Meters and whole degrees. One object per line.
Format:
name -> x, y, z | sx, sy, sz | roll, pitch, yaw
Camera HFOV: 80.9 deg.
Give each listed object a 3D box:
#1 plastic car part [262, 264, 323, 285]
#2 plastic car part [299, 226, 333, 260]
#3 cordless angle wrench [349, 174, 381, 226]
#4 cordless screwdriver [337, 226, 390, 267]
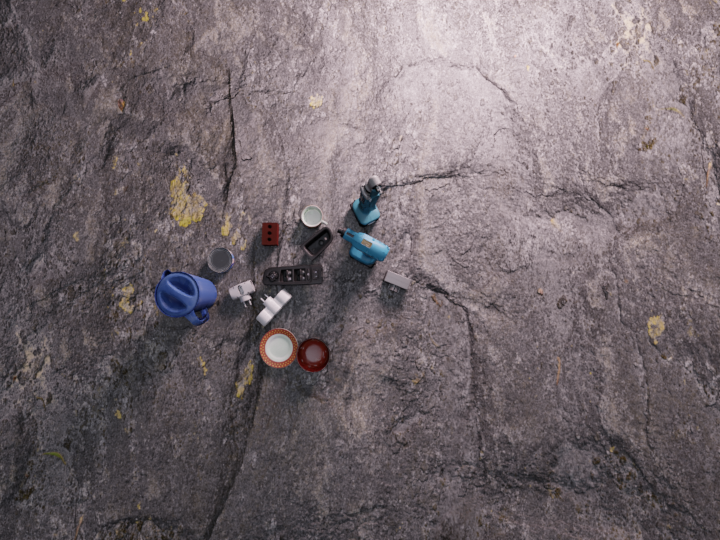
plastic car part -> -0.226, 0.018, 1.414 | 0.204, 0.066, 0.067 | -2, 85, 2
plastic car part -> -0.139, -0.091, 1.422 | 0.116, 0.070, 0.067 | -41, 86, -3
cordless angle wrench -> 0.024, -0.212, 1.254 | 0.074, 0.420, 0.099 | -26, 88, -4
cordless screwdriver -> 0.000, -0.076, 1.325 | 0.160, 0.247, 0.074 | 29, 85, 1
